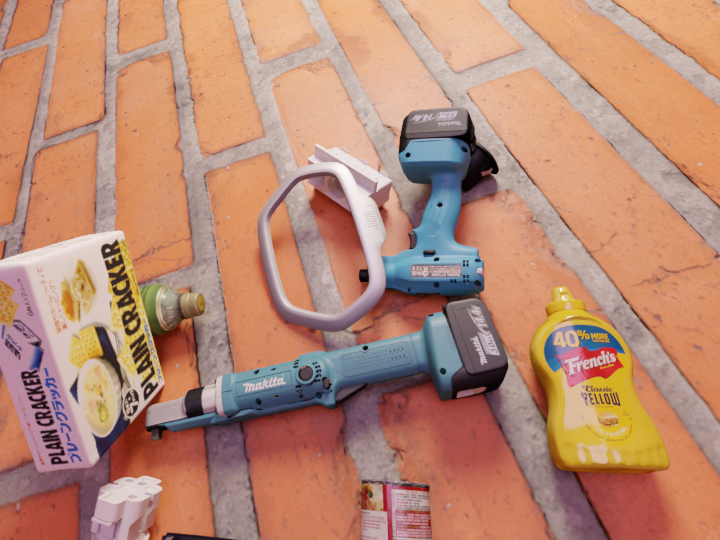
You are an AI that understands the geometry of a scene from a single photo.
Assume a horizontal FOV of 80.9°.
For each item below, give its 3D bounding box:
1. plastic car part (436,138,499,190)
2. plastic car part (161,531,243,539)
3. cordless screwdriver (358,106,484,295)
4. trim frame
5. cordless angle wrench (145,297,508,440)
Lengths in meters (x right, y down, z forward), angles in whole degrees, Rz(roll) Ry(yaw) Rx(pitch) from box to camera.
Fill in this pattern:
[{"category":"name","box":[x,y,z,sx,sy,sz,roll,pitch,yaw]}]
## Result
[{"category":"plastic car part","box":[0.140,-0.166,0.641,0.071,0.063,0.122,-43,64,2]},{"category":"plastic car part","box":[-0.119,0.303,0.414,0.206,0.064,0.068,0,53,8]},{"category":"cordless screwdriver","box":[0.080,-0.090,0.573,0.165,0.071,0.252,-2,75,22]},{"category":"trim frame","box":[-0.057,-0.037,0.584,0.188,0.026,0.257,-25,66,18]},{"category":"cordless angle wrench","box":[-0.056,0.130,0.498,0.426,0.071,0.101,-14,58,6]}]
